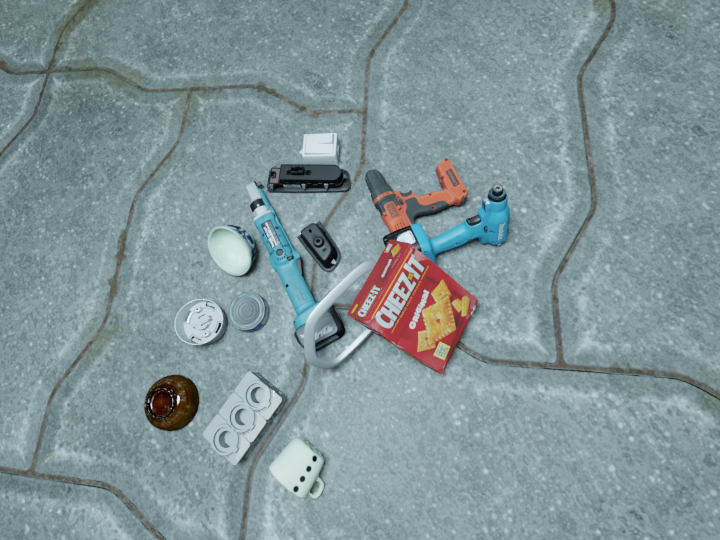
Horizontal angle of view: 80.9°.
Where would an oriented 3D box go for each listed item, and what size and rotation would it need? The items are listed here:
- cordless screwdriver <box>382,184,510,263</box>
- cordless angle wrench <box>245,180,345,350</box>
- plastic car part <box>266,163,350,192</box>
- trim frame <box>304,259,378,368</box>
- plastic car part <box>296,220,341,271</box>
[{"bbox_3d":[0.172,-0.077,0.838,0.250,0.152,0.077,-19,55,5],"label":"cordless screwdriver"},{"bbox_3d":[-0.169,-0.031,0.935,0.098,0.072,0.439,-29,67,-1],"label":"cordless angle wrench"},{"bbox_3d":[-0.124,-0.224,0.994,0.206,0.065,0.067,4,67,9],"label":"plastic car part"},{"bbox_3d":[-0.013,0.085,0.811,0.247,0.175,0.029,-46,43,-14],"label":"trim frame"},{"bbox_3d":[-0.091,-0.059,0.927,0.066,0.068,0.121,-36,68,-2],"label":"plastic car part"}]
